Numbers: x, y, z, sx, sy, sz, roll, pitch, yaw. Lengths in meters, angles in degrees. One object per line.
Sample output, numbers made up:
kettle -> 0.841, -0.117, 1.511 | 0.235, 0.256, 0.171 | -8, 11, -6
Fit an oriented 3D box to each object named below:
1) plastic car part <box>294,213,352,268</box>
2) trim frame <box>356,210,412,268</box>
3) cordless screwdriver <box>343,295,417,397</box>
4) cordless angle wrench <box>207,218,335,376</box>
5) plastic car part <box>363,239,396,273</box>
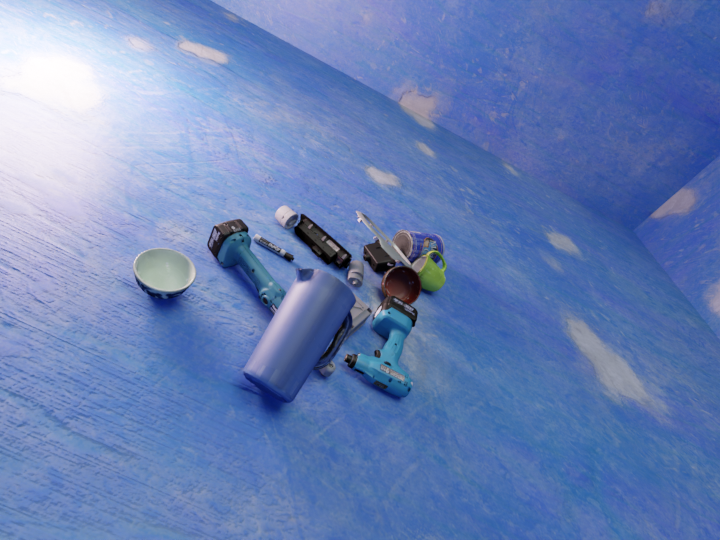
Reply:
plastic car part -> -0.118, -0.077, 1.205 | 0.066, 0.065, 0.210 | -35, 69, -26
trim frame -> 0.069, -0.087, 1.246 | 0.241, 0.028, 0.189 | 45, 9, -19
cordless screwdriver -> 0.053, 0.166, 1.012 | 0.158, 0.074, 0.252 | 26, 39, -7
cordless angle wrench -> -0.196, 0.059, 0.952 | 0.072, 0.098, 0.438 | -21, 63, -46
plastic car part -> 0.046, -0.038, 1.276 | 0.069, 0.065, 0.123 | -12, 48, -28
